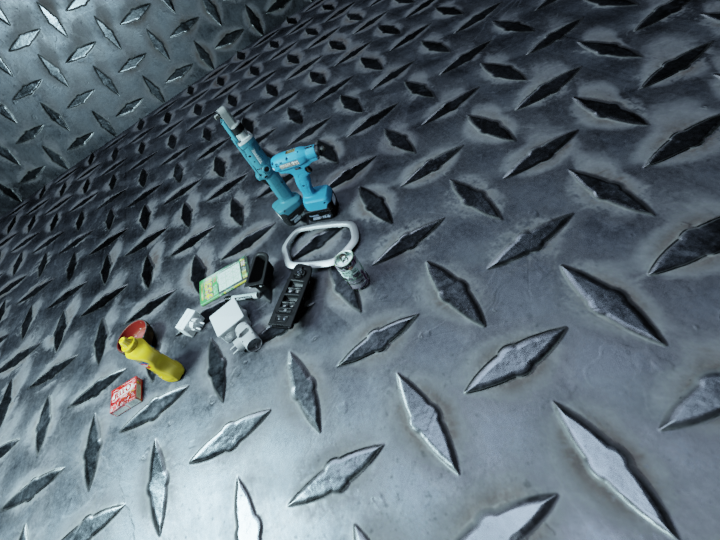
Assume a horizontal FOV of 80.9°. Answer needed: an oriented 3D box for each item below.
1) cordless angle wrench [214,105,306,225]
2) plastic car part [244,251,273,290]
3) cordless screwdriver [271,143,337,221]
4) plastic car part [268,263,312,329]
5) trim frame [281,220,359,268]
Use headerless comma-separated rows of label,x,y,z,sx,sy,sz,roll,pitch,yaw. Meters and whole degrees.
cordless angle wrench,-0.286,-0.303,1.240,0.097,0.401,0.079,-40,44,-8
plastic car part,-0.277,0.010,1.209,0.068,0.067,0.119,-11,49,23
cordless screwdriver,-0.133,-0.257,1.228,0.164,0.236,0.076,-11,48,22
plastic car part,-0.166,0.071,1.094,0.069,0.063,0.206,-6,51,27
trim frame,-0.119,-0.078,1.219,0.258,0.026,0.187,-6,51,27
